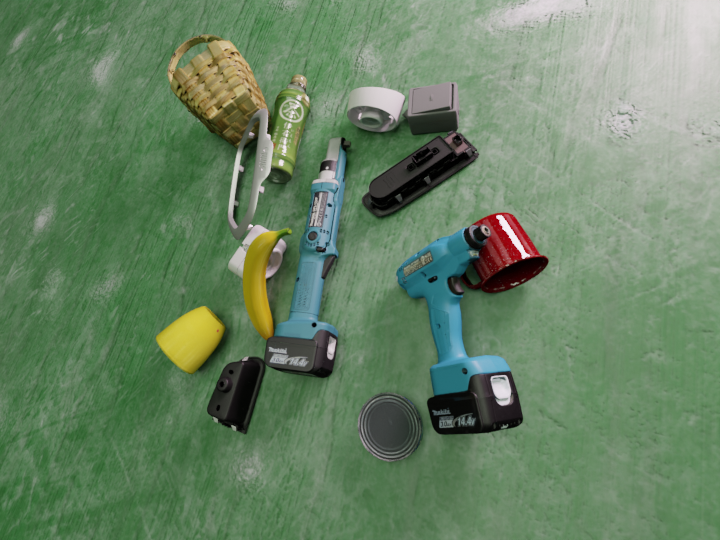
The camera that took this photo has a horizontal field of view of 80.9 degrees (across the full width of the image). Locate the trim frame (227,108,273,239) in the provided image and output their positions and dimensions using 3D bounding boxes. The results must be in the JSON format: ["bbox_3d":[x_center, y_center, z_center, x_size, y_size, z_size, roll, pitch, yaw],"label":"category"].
[{"bbox_3d":[-0.204,-0.176,0.775,0.190,0.026,0.251,-15,65,57],"label":"trim frame"}]

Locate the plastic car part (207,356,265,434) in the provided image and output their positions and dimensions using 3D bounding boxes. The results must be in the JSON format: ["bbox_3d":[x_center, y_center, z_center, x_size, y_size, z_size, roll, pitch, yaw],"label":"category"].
[{"bbox_3d":[-0.202,0.189,0.665,0.068,0.068,0.117,12,78,21],"label":"plastic car part"}]

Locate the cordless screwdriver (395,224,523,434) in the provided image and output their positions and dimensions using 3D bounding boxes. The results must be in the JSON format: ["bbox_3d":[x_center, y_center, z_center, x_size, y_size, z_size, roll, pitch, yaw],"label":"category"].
[{"bbox_3d":[0.134,0.072,0.544,0.161,0.071,0.256,-41,53,47],"label":"cordless screwdriver"}]

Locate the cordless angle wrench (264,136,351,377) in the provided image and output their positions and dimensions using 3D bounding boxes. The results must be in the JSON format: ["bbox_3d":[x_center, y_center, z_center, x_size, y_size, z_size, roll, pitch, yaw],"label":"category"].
[{"bbox_3d":[-0.069,-0.045,0.708,0.101,0.071,0.430,0,68,19],"label":"cordless angle wrench"}]

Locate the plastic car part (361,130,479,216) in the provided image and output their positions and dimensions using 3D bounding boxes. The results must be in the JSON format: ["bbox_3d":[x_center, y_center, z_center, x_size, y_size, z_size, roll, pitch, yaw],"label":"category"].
[{"bbox_3d":[0.092,-0.162,0.698,0.204,0.064,0.069,-35,71,8],"label":"plastic car part"}]
